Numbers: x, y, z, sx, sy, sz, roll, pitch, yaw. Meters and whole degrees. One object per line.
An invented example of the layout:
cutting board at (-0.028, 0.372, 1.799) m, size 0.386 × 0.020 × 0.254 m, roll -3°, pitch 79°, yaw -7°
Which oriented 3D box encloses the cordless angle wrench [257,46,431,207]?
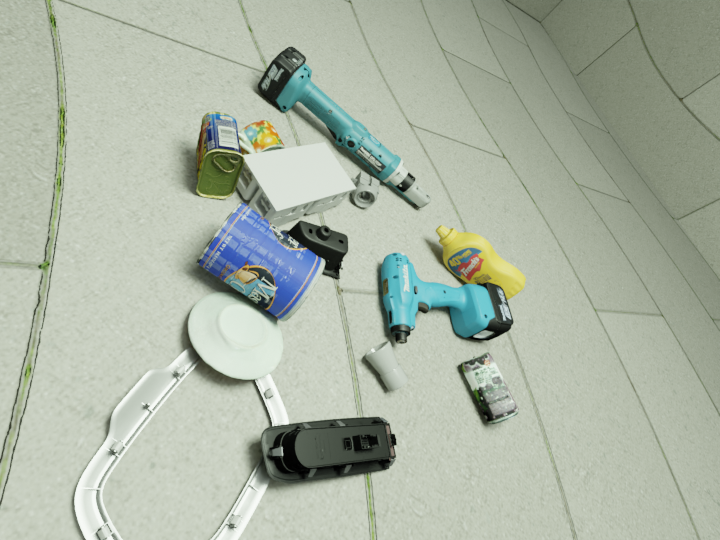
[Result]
cordless angle wrench at (-0.014, -0.271, 0.861) m, size 0.414 × 0.100 × 0.074 m, roll 39°, pitch 49°, yaw -11°

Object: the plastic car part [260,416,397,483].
plastic car part at (-0.024, 0.213, 0.508) m, size 0.193 × 0.069 × 0.068 m, roll 11°, pitch 64°, yaw -36°

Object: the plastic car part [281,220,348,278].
plastic car part at (-0.066, -0.043, 0.670) m, size 0.111 × 0.072 × 0.068 m, roll 21°, pitch 49°, yaw -28°

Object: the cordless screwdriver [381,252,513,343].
cordless screwdriver at (0.149, 0.072, 0.741) m, size 0.240 × 0.075 × 0.164 m, roll 17°, pitch 52°, yaw -21°

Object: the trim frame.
trim frame at (-0.176, 0.188, 0.457) m, size 0.182 × 0.028 × 0.248 m, roll 38°, pitch 47°, yaw -5°
